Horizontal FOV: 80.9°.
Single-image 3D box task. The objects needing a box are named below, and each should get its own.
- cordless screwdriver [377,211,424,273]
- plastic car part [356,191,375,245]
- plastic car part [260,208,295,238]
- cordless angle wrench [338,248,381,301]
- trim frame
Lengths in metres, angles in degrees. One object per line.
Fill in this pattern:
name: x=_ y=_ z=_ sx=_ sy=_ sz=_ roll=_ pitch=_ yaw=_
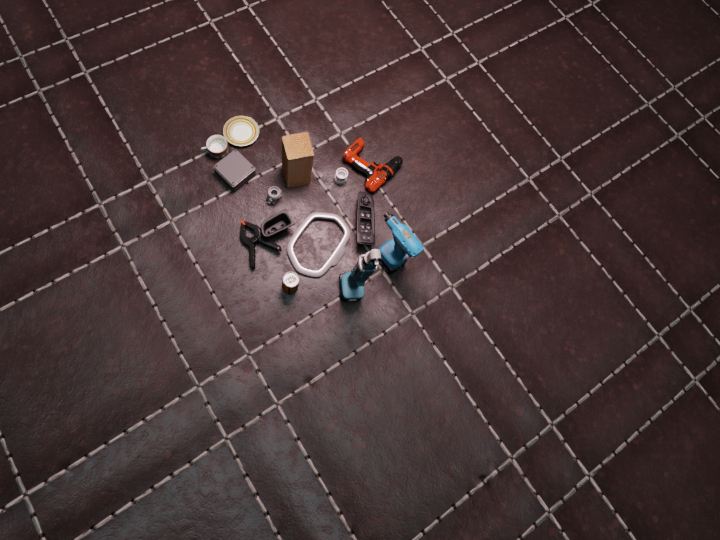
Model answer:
cordless screwdriver: x=0.107 y=-0.087 z=1.372 sx=0.073 sy=0.247 sz=0.162 roll=-34 pitch=82 yaw=-17
plastic car part: x=0.015 y=-0.180 z=1.488 sx=0.066 sy=0.066 sz=0.206 roll=3 pitch=72 yaw=-7
plastic car part: x=-0.290 y=-0.149 z=1.448 sx=0.115 sy=0.070 sz=0.067 roll=-31 pitch=80 yaw=-15
cordless angle wrench: x=0.001 y=0.009 z=1.241 sx=0.073 sy=0.421 sz=0.100 roll=-1 pitch=76 yaw=-11
trim frame: x=-0.143 y=-0.094 z=1.467 sx=0.186 sy=0.027 sz=0.248 roll=32 pitch=72 yaw=5
